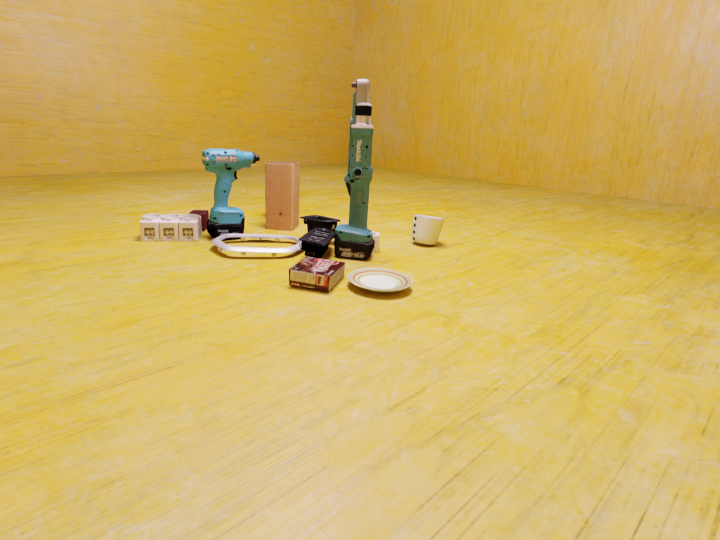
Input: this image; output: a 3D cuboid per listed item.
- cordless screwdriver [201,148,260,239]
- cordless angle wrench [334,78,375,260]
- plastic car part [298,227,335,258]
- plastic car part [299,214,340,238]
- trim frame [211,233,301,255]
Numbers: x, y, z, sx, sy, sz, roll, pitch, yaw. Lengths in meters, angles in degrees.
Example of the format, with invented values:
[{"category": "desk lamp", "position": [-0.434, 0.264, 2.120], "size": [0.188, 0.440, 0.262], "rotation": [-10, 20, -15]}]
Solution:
[{"category": "cordless screwdriver", "position": [-0.358, -0.215, 1.185], "size": [0.153, 0.245, 0.078], "rotation": [-8, 19, -33]}, {"category": "cordless angle wrench", "position": [-0.004, -0.237, 1.021], "size": [0.100, 0.416, 0.074], "rotation": [7, 16, 12]}, {"category": "plastic car part", "position": [-0.103, -0.067, 1.055], "size": [0.067, 0.066, 0.204], "rotation": [4, 18, 4]}, {"category": "plastic car part", "position": [-0.111, -0.117, 1.195], "size": [0.063, 0.070, 0.123], "rotation": [-13, 23, -42]}, {"category": "trim frame", "position": [-0.264, -0.070, 1.106], "size": [0.245, 0.027, 0.190], "rotation": [-1, 19, -9]}]
